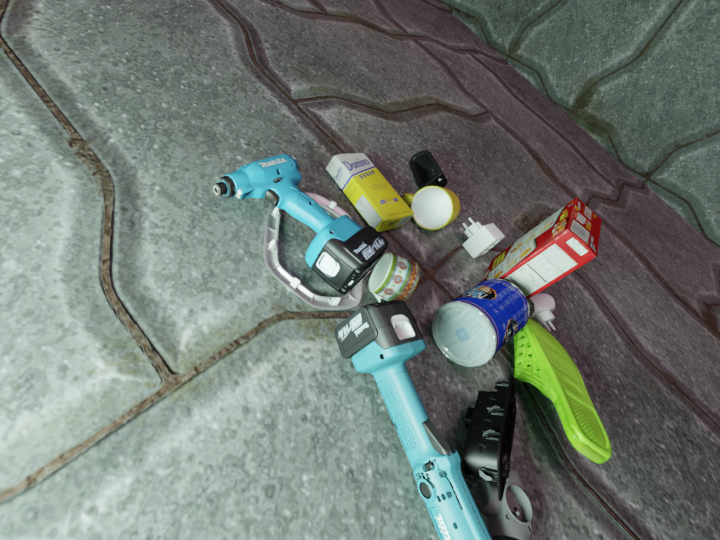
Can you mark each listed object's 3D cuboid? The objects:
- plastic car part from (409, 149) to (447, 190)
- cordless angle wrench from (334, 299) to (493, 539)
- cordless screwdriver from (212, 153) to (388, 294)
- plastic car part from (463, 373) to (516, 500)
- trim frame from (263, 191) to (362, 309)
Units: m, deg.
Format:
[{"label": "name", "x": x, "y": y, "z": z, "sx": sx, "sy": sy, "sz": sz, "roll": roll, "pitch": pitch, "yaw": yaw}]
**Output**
[{"label": "plastic car part", "x": 0.169, "y": -0.231, "z": 1.007, "sx": 0.067, "sy": 0.067, "sz": 0.121, "roll": 29, "pitch": 35, "yaw": -35}, {"label": "cordless angle wrench", "x": 0.092, "y": 0.240, "z": 0.484, "sx": 0.071, "sy": 0.099, "sz": 0.439, "roll": -3, "pitch": 58, "yaw": -39}, {"label": "cordless screwdriver", "x": -0.091, "y": -0.074, "z": 0.625, "sx": 0.256, "sy": 0.074, "sz": 0.155, "roll": 44, "pitch": 41, "yaw": 14}, {"label": "plastic car part", "x": 0.172, "y": 0.207, "z": 0.558, "sx": 0.069, "sy": 0.065, "sz": 0.199, "roll": 5, "pitch": 16, "yaw": 19}, {"label": "trim frame", "x": -0.067, "y": -0.044, "z": 0.682, "sx": 0.177, "sy": 0.027, "sz": 0.257, "roll": 18, "pitch": 42, "yaw": -22}]
